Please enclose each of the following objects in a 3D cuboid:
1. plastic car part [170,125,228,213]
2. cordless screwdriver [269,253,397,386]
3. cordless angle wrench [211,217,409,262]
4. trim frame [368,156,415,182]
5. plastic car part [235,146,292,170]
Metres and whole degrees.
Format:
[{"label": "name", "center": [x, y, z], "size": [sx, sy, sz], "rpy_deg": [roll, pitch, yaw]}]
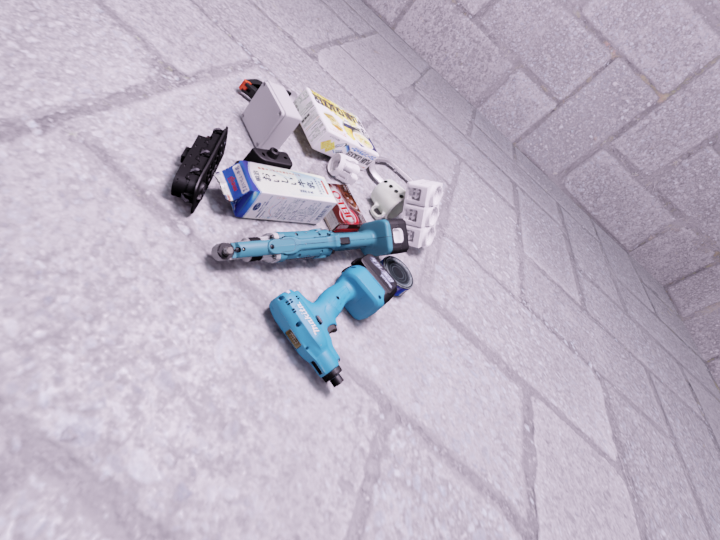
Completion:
[{"label": "plastic car part", "center": [-0.277, -0.182, 0.728], "size": [0.065, 0.066, 0.209], "rpy_deg": [18, 43, -21]}, {"label": "cordless screwdriver", "center": [-0.024, 0.074, 0.712], "size": [0.162, 0.075, 0.241], "rpy_deg": [52, 40, 9]}, {"label": "cordless angle wrench", "center": [-0.076, -0.050, 0.774], "size": [0.404, 0.102, 0.074], "rpy_deg": [-9, 92, -43]}, {"label": "trim frame", "center": [0.115, -0.239, 1.208], "size": [0.245, 0.028, 0.184], "rpy_deg": [41, 34, -8]}, {"label": "plastic car part", "center": [-0.183, -0.214, 0.846], "size": [0.111, 0.072, 0.068], "rpy_deg": [0, 55, -49]}]
